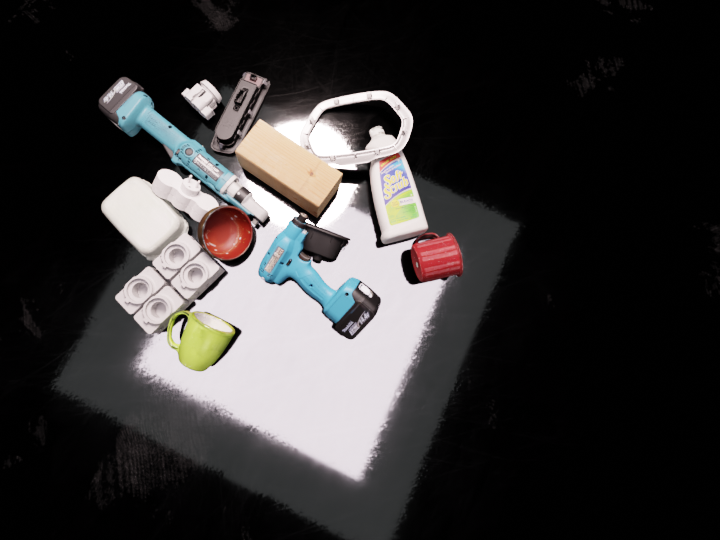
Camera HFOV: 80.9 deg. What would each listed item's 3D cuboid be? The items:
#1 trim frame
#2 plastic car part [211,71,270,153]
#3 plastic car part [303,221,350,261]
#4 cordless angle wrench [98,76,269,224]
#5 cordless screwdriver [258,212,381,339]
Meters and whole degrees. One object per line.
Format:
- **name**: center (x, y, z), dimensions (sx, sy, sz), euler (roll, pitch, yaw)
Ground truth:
- **trim frame**: center (-0.014, -0.307, 0.914), dimensions (0.253, 0.026, 0.187), euler (-4, 72, 12)
- **plastic car part**: center (-0.267, -0.352, 0.932), dimensions (0.065, 0.068, 0.203), euler (23, 83, -8)
- **plastic car part**: center (-0.087, -0.057, 0.889), dimensions (0.116, 0.066, 0.071), euler (24, 96, -2)
- **cordless angle wrench**: center (-0.364, -0.244, 0.906), dimensions (0.425, 0.074, 0.098), euler (39, 81, 2)
- **cordless screwdriver**: center (-0.071, 0.009, 0.839), dimensions (0.252, 0.073, 0.159), euler (36, 111, 5)
